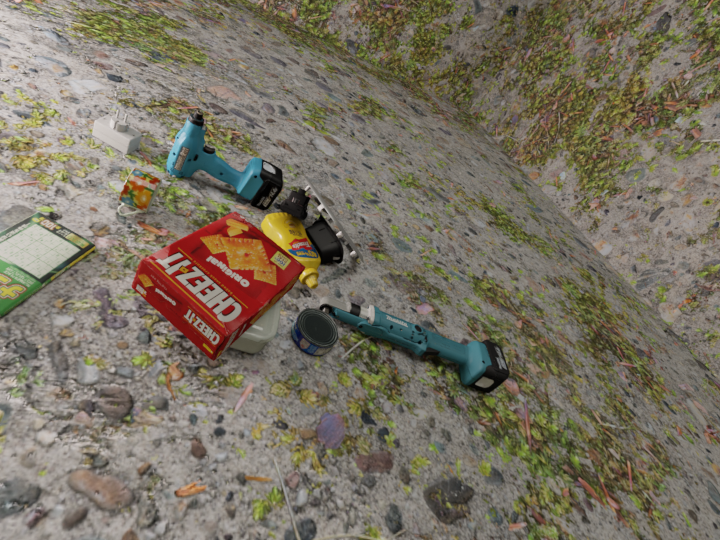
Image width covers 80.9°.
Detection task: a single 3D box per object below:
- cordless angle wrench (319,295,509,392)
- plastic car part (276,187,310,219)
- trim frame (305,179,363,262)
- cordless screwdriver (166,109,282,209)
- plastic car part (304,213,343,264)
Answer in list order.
[{"bbox_3d":[0.107,0.139,0.878,0.413,0.074,0.100,23,35,-12],"label":"cordless angle wrench"},{"bbox_3d":[-0.147,-0.158,0.979,0.066,0.067,0.205,17,5,-6],"label":"plastic car part"},{"bbox_3d":[-0.060,-0.108,0.971,0.235,0.027,0.194,51,5,-48],"label":"trim frame"},{"bbox_3d":[-0.288,-0.241,0.940,0.239,0.160,0.077,21,37,-24],"label":"cordless screwdriver"},{"bbox_3d":[-0.095,-0.062,0.974,0.068,0.065,0.121,-17,61,-32],"label":"plastic car part"}]
